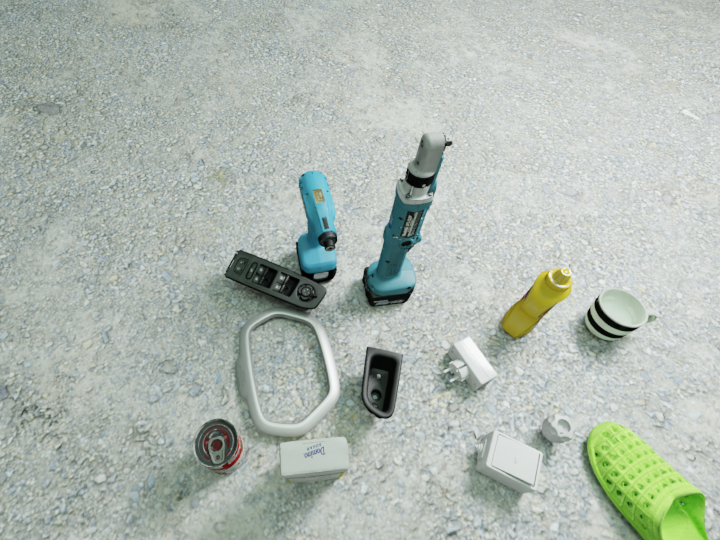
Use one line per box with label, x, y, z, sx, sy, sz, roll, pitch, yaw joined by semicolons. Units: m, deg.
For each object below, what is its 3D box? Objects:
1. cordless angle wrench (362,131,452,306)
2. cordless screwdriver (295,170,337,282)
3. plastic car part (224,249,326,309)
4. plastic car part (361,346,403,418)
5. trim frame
cordless angle wrench;0.073;-0.066;0.718;0.097;0.413;0.077;-5;59;-10
cordless screwdriver;-0.079;-0.052;0.806;0.073;0.243;0.165;-9;59;-12
plastic car part;-0.170;0.030;0.856;0.207;0.065;0.067;19;58;11
plastic car part;0.031;0.205;0.744;0.066;0.069;0.118;11;57;3
trim frame;-0.140;0.177;0.783;0.182;0.027;0.259;-14;58;-10
